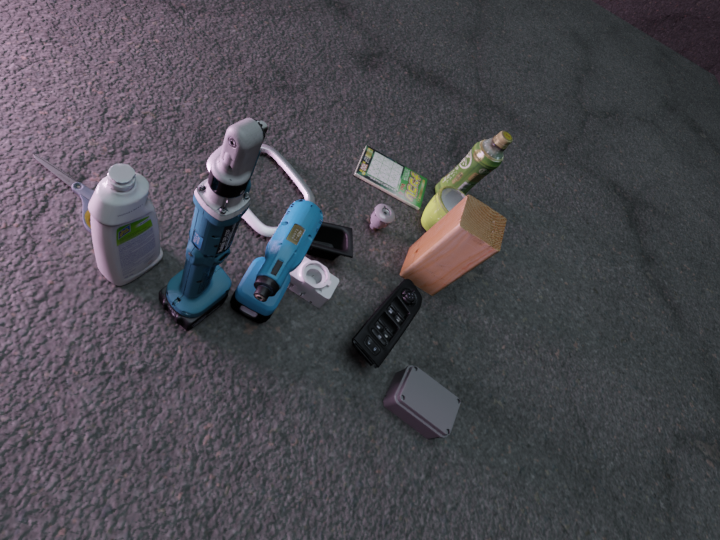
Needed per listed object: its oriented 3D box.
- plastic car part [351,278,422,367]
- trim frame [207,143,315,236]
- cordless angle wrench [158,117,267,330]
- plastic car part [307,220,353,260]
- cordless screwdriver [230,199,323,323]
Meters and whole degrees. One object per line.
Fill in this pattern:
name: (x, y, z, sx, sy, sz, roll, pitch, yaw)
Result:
plastic car part: (0.050, 0.096, 0.789, 0.067, 0.067, 0.200, 43, 54, 2)
trim frame: (-0.201, -0.170, 0.860, 0.180, 0.027, 0.253, -33, 78, -35)
cordless angle wrench: (-0.191, -0.036, 0.540, 0.075, 0.426, 0.096, 47, 53, 1)
plastic car part: (-0.080, -0.052, 0.817, 0.113, 0.071, 0.068, 11, 59, -19)
cordless screwdriver: (-0.141, 0.015, 0.640, 0.073, 0.250, 0.160, 30, 55, -11)
